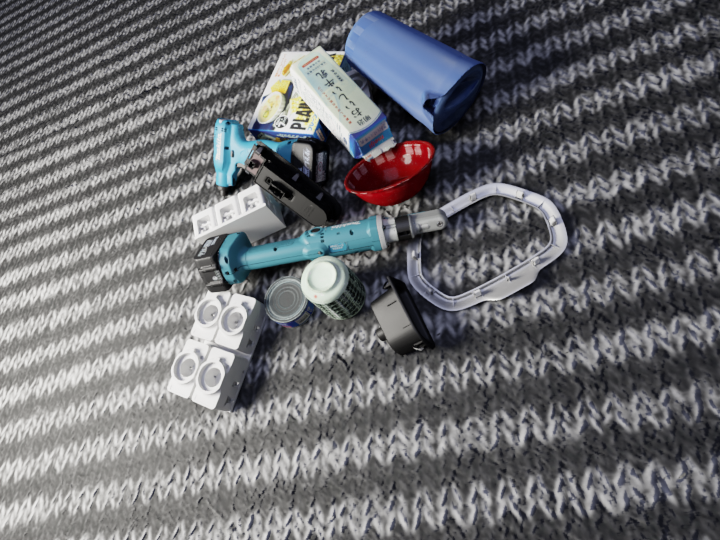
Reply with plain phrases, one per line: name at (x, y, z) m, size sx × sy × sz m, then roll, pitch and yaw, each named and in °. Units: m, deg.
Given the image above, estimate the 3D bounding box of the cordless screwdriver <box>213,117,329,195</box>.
cordless screwdriver at (-0.189, -0.205, 0.843) m, size 0.258 × 0.073 × 0.156 m, roll 17°, pitch 112°, yaw 21°

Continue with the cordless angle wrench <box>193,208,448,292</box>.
cordless angle wrench at (-0.070, -0.046, 0.713) m, size 0.431 × 0.071 × 0.100 m, roll -10°, pitch 31°, yaw 13°

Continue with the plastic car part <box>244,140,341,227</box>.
plastic car part at (-0.122, -0.144, 0.753) m, size 0.201 × 0.067 × 0.066 m, roll 35°, pitch 118°, yaw -5°

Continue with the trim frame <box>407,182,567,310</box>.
trim frame at (0.188, -0.041, 0.662) m, size 0.250 × 0.026 × 0.192 m, roll -29°, pitch 61°, yaw 5°

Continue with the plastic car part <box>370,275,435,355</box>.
plastic car part at (0.055, 0.078, 0.647) m, size 0.072 × 0.062 × 0.121 m, roll -32°, pitch 62°, yaw 22°
